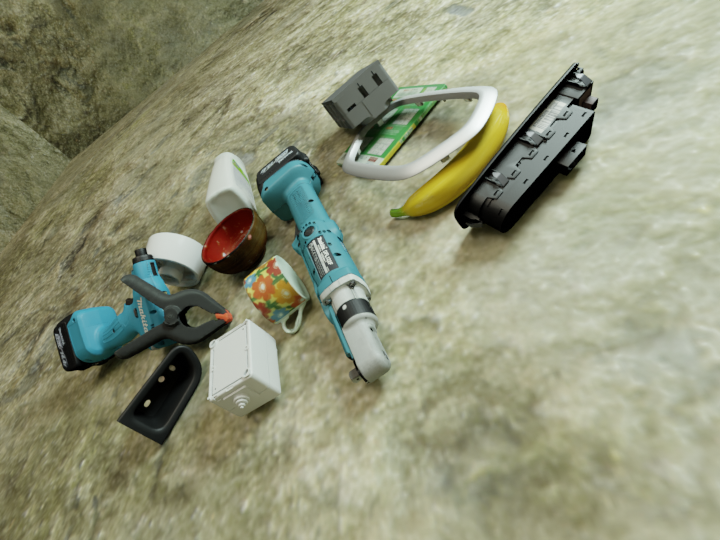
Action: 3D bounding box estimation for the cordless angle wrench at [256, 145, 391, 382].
[{"bbox_3d":[-0.054,-0.035,0.553,0.098,0.070,0.444,-38,42,8],"label":"cordless angle wrench"}]

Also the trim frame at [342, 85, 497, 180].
[{"bbox_3d":[0.069,-0.190,0.575,0.184,0.026,0.261,-51,32,-9],"label":"trim frame"}]

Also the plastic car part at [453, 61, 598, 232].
[{"bbox_3d":[0.177,-0.111,0.432,0.202,0.063,0.070,-45,64,-3],"label":"plastic car part"}]

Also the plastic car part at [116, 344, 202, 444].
[{"bbox_3d":[-0.268,0.159,0.575,0.074,0.063,0.117,-13,43,52],"label":"plastic car part"}]

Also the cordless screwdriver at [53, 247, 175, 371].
[{"bbox_3d":[-0.409,0.072,0.704,0.256,0.071,0.161,-20,83,26],"label":"cordless screwdriver"}]
